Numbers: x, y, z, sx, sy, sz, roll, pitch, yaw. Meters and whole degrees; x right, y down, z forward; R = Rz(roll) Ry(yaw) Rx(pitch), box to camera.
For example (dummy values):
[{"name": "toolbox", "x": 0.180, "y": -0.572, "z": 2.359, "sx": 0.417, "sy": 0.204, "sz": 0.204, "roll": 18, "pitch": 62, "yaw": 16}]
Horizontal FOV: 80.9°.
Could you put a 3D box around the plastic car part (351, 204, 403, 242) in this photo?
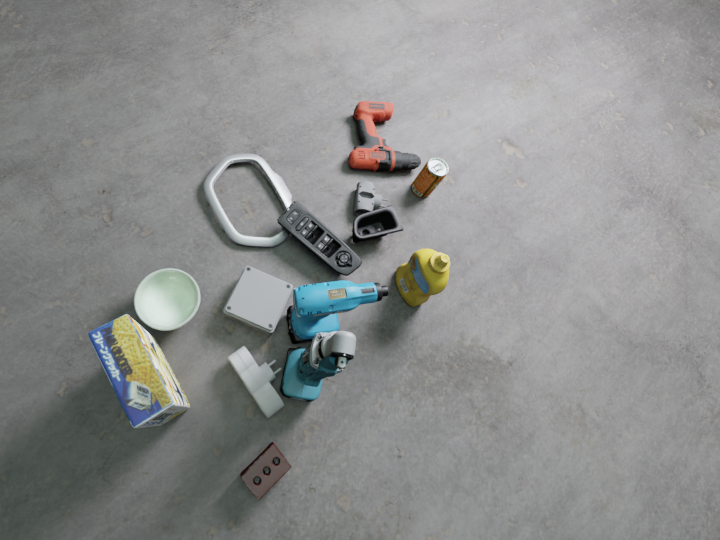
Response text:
[{"name": "plastic car part", "x": 0.025, "y": -0.096, "z": 0.968, "sx": 0.114, "sy": 0.071, "sz": 0.068, "roll": -17, "pitch": 75, "yaw": -17}]

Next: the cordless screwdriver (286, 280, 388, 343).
[{"name": "cordless screwdriver", "x": -0.056, "y": 0.074, "z": 0.788, "sx": 0.156, "sy": 0.248, "sz": 0.076, "roll": -6, "pitch": 73, "yaw": -16}]

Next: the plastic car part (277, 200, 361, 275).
[{"name": "plastic car part", "x": -0.091, "y": -0.060, "z": 0.935, "sx": 0.206, "sy": 0.066, "sz": 0.066, "roll": 39, "pitch": 66, "yaw": 6}]

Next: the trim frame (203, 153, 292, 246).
[{"name": "trim frame", "x": -0.249, "y": -0.163, "z": 0.971, "sx": 0.181, "sy": 0.027, "sz": 0.254, "roll": -28, "pitch": 76, "yaw": -19}]

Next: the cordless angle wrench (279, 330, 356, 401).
[{"name": "cordless angle wrench", "x": -0.069, "y": 0.145, "z": 0.662, "sx": 0.073, "sy": 0.422, "sz": 0.099, "roll": 13, "pitch": 68, "yaw": -11}]
